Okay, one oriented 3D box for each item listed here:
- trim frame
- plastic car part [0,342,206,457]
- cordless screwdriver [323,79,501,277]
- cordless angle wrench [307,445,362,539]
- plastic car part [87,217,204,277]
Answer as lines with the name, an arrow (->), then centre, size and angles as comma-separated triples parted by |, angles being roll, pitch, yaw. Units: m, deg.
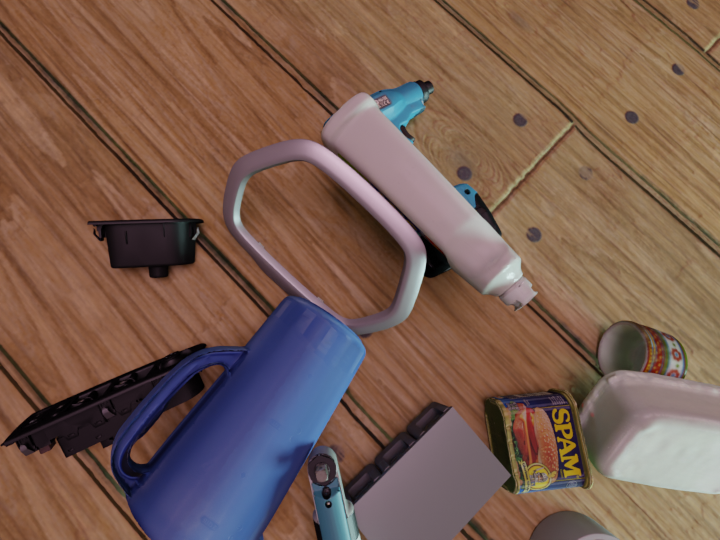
trim frame -> -0.045, -0.029, 0.458 | 0.247, 0.186, 0.027 | 43, 34, -4
plastic car part -> -0.253, 0.142, 0.449 | 0.201, 0.067, 0.067 | -28, 93, -10
cordless screwdriver -> 0.081, -0.126, 0.534 | 0.157, 0.073, 0.254 | -30, 77, -11
cordless angle wrench -> 0.009, 0.373, 0.372 | 0.074, 0.097, 0.426 | -13, 84, -2
plastic car part -> -0.245, -0.027, 0.495 | 0.115, 0.067, 0.071 | 1, 93, -9
